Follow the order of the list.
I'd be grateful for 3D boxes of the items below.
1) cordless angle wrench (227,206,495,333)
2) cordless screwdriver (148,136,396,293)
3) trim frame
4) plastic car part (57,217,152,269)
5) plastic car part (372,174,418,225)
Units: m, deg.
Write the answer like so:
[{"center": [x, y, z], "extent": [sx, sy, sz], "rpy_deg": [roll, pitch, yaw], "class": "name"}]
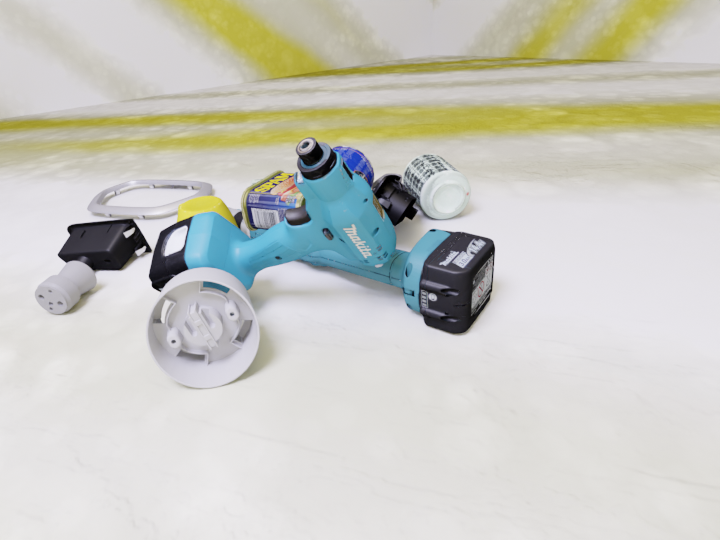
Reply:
[{"center": [-0.054, -0.035, 0.549], "extent": [0.446, 0.072, 0.096], "rpy_deg": [16, 37, 35], "class": "cordless angle wrench"}, {"center": [-0.104, -0.037, 0.418], "extent": [0.255, 0.150, 0.076], "rpy_deg": [-14, 56, 21], "class": "cordless screwdriver"}, {"center": [-0.410, -0.145, 0.828], "extent": [0.256, 0.027, 0.185], "rpy_deg": [2, 33, 16], "class": "trim frame"}, {"center": [-0.374, -0.028, 0.602], "extent": [0.118, 0.063, 0.073], "rpy_deg": [-4, 44, 8], "class": "plastic car part"}, {"center": [0.045, -0.092, 0.587], "extent": [0.068, 0.066, 0.199], "rpy_deg": [41, 15, 6], "class": "plastic car part"}]
